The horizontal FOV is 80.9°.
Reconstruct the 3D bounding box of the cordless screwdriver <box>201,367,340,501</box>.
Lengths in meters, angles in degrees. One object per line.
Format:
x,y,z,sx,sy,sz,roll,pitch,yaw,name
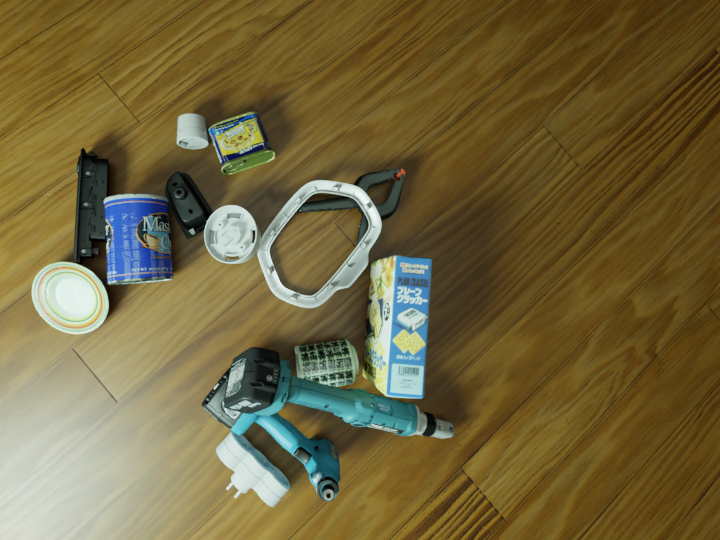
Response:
-0.135,0.260,0.678,0.249,0.159,0.074,38,83,-1,cordless screwdriver

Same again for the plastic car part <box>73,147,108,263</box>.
-0.465,-0.115,0.735,0.065,0.068,0.204,-4,84,-19,plastic car part

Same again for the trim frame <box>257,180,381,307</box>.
-0.075,-0.049,0.766,0.184,0.027,0.248,40,91,0,trim frame

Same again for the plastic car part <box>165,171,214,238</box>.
-0.310,-0.124,0.749,0.065,0.072,0.116,-30,92,-12,plastic car part

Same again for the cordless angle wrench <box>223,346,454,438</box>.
-0.005,0.220,0.679,0.405,0.100,0.076,22,53,-25,cordless angle wrench
